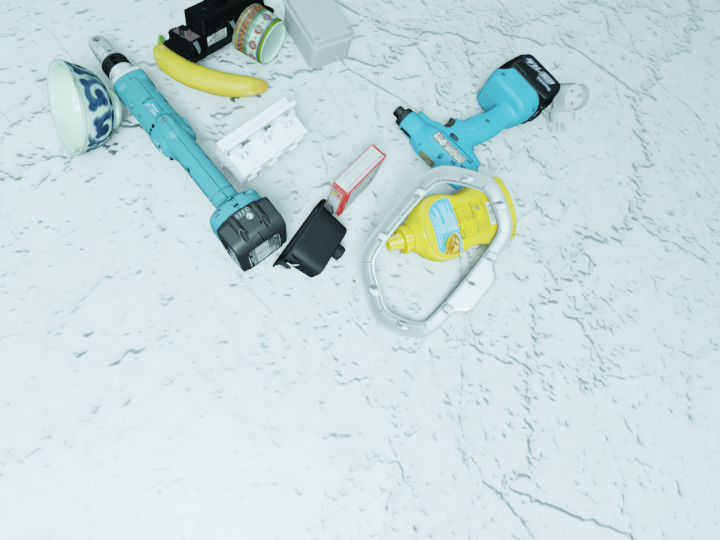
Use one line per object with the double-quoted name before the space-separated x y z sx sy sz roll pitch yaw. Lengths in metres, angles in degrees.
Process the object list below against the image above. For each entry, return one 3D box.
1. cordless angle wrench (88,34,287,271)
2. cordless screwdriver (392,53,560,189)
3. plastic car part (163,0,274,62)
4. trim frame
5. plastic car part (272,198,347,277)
"cordless angle wrench" -0.259 -0.185 0.584 0.073 0.096 0.433 -37 77 -16
"cordless screwdriver" 0.182 -0.257 0.678 0.247 0.074 0.162 -40 81 -14
"plastic car part" -0.217 -0.402 0.664 0.068 0.065 0.201 29 54 16
"trim frame" 0.105 -0.023 0.561 0.178 0.028 0.248 42 84 -20
"plastic car part" -0.057 -0.037 0.579 0.069 0.067 0.116 41 66 -12
